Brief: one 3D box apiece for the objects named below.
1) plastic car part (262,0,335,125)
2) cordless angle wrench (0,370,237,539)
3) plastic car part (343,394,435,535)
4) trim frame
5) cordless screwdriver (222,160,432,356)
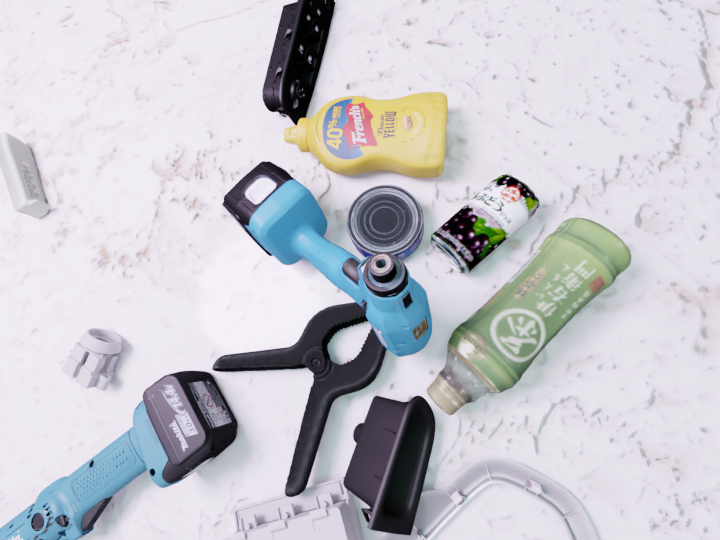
[{"bbox_3d":[-0.087,-0.288,0.554,0.069,0.063,0.205,2,76,21],"label":"plastic car part"},{"bbox_3d":[-0.328,0.267,0.463,0.424,0.072,0.101,-37,72,4],"label":"cordless angle wrench"},{"bbox_3d":[0.022,0.176,0.408,0.074,0.062,0.117,-1,62,42],"label":"plastic car part"},{"bbox_3d":[0.106,0.293,0.377,0.191,0.026,0.248,43,90,20],"label":"trim frame"},{"bbox_3d":[-0.040,-0.026,0.407,0.074,0.152,0.262,-45,59,-11],"label":"cordless screwdriver"}]
